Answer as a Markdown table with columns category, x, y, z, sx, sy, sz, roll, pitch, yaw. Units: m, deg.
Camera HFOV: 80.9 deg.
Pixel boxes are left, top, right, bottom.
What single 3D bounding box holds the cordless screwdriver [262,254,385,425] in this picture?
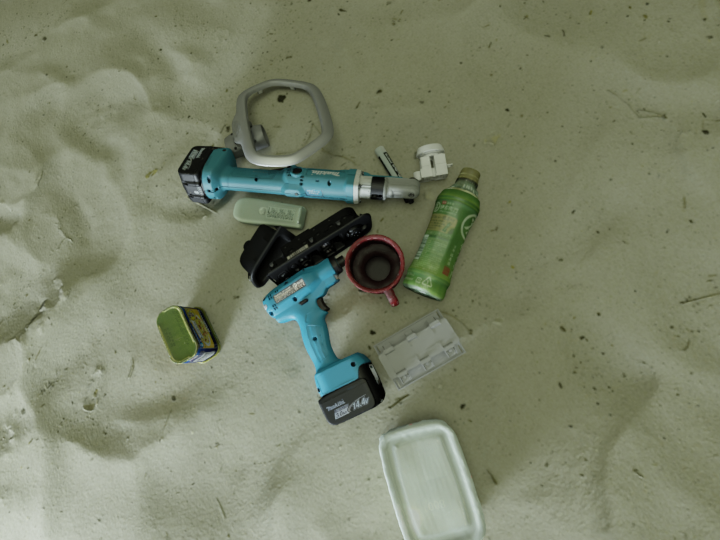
| category | x | y | z | sx | sy | sz | roll | pitch | yaw |
| --- | --- | --- | --- | --- | --- | --- | --- | --- | --- |
| cordless screwdriver | -0.041 | 0.105 | 0.689 | 0.160 | 0.071 | 0.257 | -34 | 70 | 6 |

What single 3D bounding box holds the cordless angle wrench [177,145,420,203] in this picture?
| category | x | y | z | sx | sy | sz | roll | pitch | yaw |
| --- | --- | --- | --- | --- | --- | --- | --- | --- | --- |
| cordless angle wrench | -0.110 | -0.159 | 0.753 | 0.432 | 0.071 | 0.099 | 7 | 52 | 12 |

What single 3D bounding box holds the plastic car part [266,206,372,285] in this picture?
| category | x | y | z | sx | sy | sz | roll | pitch | yaw |
| --- | --- | --- | --- | --- | --- | --- | --- | --- | --- |
| plastic car part | -0.073 | -0.047 | 0.742 | 0.204 | 0.063 | 0.070 | -28 | 52 | 5 |

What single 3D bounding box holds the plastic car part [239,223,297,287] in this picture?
| category | x | y | z | sx | sy | sz | roll | pitch | yaw |
| --- | --- | --- | --- | --- | --- | --- | --- | --- | --- |
| plastic car part | -0.179 | -0.036 | 0.763 | 0.075 | 0.063 | 0.116 | 37 | 90 | 29 |

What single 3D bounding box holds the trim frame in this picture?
| category | x | y | z | sx | sy | sz | roll | pitch | yaw |
| --- | --- | --- | --- | --- | --- | --- | --- | --- | --- |
| trim frame | -0.149 | -0.281 | 0.786 | 0.183 | 0.026 | 0.258 | -14 | 59 | -5 |
